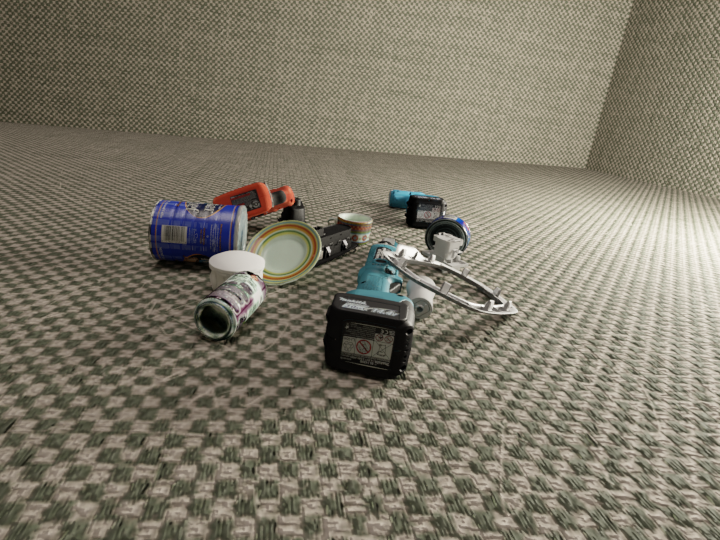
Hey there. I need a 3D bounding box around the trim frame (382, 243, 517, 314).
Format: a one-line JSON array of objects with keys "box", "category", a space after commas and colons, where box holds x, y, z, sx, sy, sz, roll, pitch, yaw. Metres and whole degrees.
[{"box": [0.135, 0.012, 0.632, 0.195, 0.027, 0.236, 34, 19, 36], "category": "trim frame"}]

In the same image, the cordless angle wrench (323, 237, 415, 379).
[{"box": [0.029, 0.012, 0.643, 0.099, 0.073, 0.424, 8, 19, 5], "category": "cordless angle wrench"}]

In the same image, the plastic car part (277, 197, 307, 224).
[{"box": [-0.149, -0.130, 0.957, 0.064, 0.070, 0.121, -1, 19, -17], "category": "plastic car part"}]

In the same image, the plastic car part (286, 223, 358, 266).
[{"box": [-0.077, -0.050, 0.789, 0.070, 0.066, 0.196, 11, 18, 33], "category": "plastic car part"}]

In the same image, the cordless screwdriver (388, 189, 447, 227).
[{"box": [0.176, -0.176, 1.153, 0.158, 0.073, 0.255, 3, 17, -7], "category": "cordless screwdriver"}]
